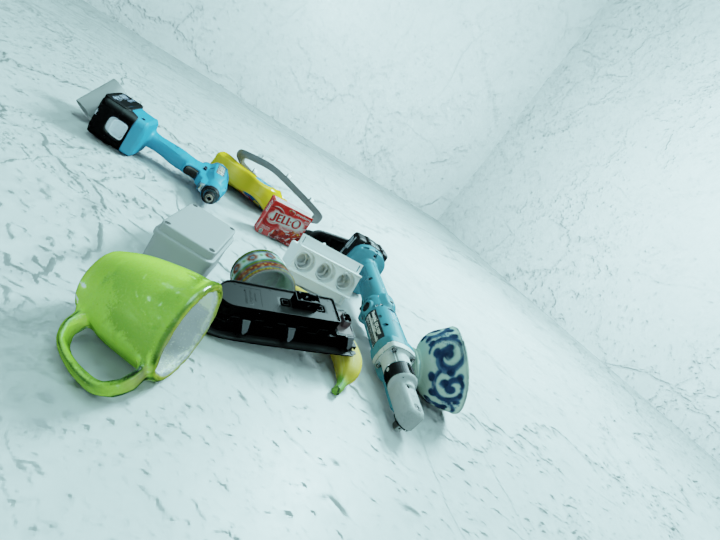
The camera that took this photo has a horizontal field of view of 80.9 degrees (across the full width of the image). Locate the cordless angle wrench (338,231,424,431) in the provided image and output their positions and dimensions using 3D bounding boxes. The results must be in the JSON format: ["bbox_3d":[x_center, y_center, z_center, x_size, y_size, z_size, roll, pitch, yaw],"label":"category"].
[{"bbox_3d":[0.028,0.071,0.676,0.071,0.098,0.438,32,19,-24],"label":"cordless angle wrench"}]

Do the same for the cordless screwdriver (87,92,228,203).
[{"bbox_3d":[-0.348,-0.207,0.751,0.239,0.074,0.165,33,16,-23],"label":"cordless screwdriver"}]

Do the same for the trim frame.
[{"bbox_3d":[-0.177,-0.183,0.939,0.236,0.027,0.194,43,-16,-35],"label":"trim frame"}]

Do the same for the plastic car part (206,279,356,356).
[{"bbox_3d":[-0.090,0.053,0.489,0.195,0.067,0.069,10,43,-25],"label":"plastic car part"}]

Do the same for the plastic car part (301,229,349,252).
[{"bbox_3d":[-0.086,-0.056,0.878,0.111,0.066,0.075,20,7,-34],"label":"plastic car part"}]
